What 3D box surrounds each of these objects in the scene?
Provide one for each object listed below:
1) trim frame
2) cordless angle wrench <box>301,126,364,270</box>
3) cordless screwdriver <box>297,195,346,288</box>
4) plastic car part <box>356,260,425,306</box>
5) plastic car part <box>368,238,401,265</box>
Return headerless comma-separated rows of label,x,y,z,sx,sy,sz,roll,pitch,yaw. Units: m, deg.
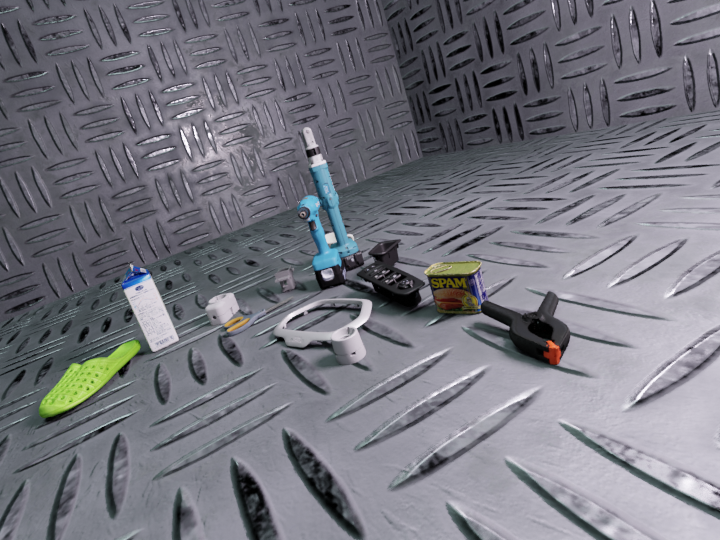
trim frame,-0.084,0.108,0.919,0.260,0.027,0.180,-2,24,42
cordless angle wrench,-0.092,-0.204,1.218,0.074,0.414,0.101,-20,14,-9
cordless screwdriver,-0.110,-0.072,1.125,0.075,0.243,0.161,-16,15,7
plastic car part,0.068,0.033,0.926,0.065,0.065,0.212,-24,18,-20
plastic car part,0.066,-0.032,1.116,0.068,0.069,0.115,-9,19,30
